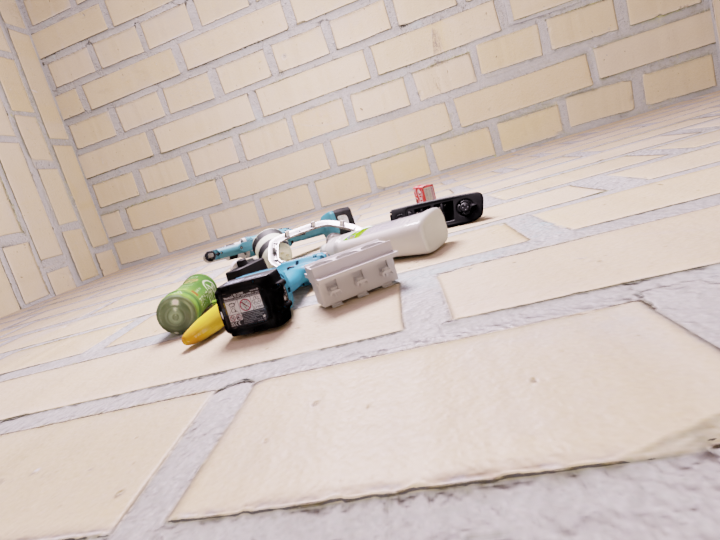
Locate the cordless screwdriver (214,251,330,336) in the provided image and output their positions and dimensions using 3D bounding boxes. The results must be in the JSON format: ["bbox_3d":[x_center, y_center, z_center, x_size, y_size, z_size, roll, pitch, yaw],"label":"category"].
[{"bbox_3d":[-0.150,0.029,0.687,0.163,0.073,0.245,-14,9,17],"label":"cordless screwdriver"}]

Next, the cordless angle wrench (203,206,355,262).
[{"bbox_3d":[-0.207,-0.084,1.116,0.410,0.075,0.101,-18,-1,-29],"label":"cordless angle wrench"}]

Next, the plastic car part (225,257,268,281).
[{"bbox_3d":[-0.235,0.008,0.890,0.068,0.070,0.113,-12,10,35],"label":"plastic car part"}]

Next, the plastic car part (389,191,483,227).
[{"bbox_3d":[0.170,-0.117,0.920,0.211,0.067,0.063,-11,-14,34],"label":"plastic car part"}]

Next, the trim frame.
[{"bbox_3d":[-0.094,-0.061,0.957,0.241,0.027,0.195,-23,41,-30],"label":"trim frame"}]
